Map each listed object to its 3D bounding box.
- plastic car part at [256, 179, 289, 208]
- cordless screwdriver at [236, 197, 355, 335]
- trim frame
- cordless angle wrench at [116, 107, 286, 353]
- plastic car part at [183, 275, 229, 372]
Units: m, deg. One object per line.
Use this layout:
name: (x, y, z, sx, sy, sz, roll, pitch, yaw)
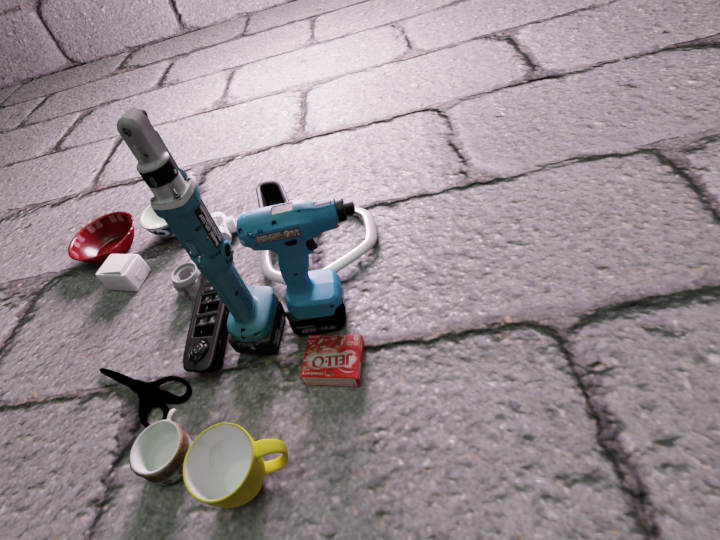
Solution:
plastic car part: (-0.182, -0.137, 0.912, 0.066, 0.068, 0.122, -21, 46, -3)
cordless screwdriver: (-0.067, -0.005, 0.635, 0.161, 0.237, 0.077, -10, 46, 7)
trim frame: (-0.081, -0.053, 0.830, 0.246, 0.026, 0.195, -35, 48, -14)
cordless angle wrench: (-0.206, -0.026, 0.585, 0.076, 0.404, 0.100, -3, 47, 12)
plastic car part: (-0.257, 0.089, 0.733, 0.067, 0.064, 0.209, -9, 47, 9)
